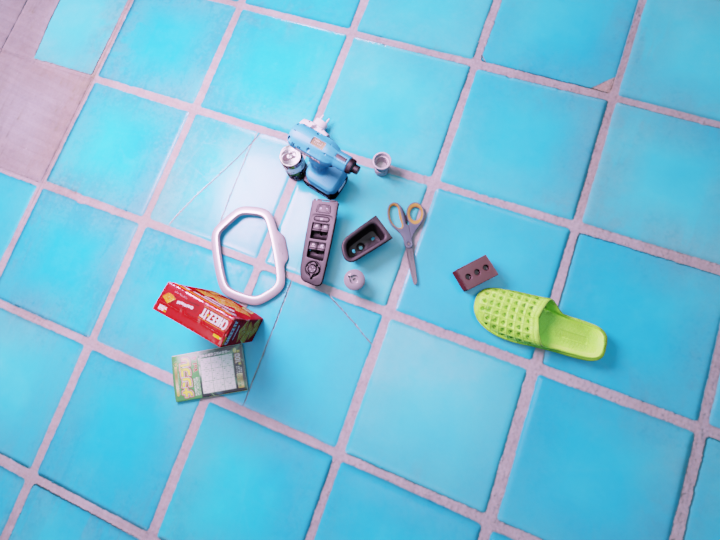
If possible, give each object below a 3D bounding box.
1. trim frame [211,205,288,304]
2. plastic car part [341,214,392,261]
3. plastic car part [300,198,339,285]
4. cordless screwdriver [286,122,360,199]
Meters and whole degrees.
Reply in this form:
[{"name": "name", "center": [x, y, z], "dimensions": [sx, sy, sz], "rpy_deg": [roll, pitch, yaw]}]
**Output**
[{"name": "trim frame", "center": [-0.271, -0.038, 1.039], "dimensions": [0.185, 0.027, 0.253], "rpy_deg": [-14, 78, 4]}, {"name": "plastic car part", "center": [0.007, -0.064, 0.986], "dimensions": [0.116, 0.069, 0.067], "rpy_deg": [-34, 80, -1]}, {"name": "plastic car part", "center": [-0.098, -0.064, 1.002], "dimensions": [0.067, 0.066, 0.204], "rpy_deg": [10, 81, 6]}, {"name": "cordless screwdriver", "center": [-0.068, -0.224, 0.937], "dimensions": [0.162, 0.244, 0.074], "rpy_deg": [33, 85, 7]}]
